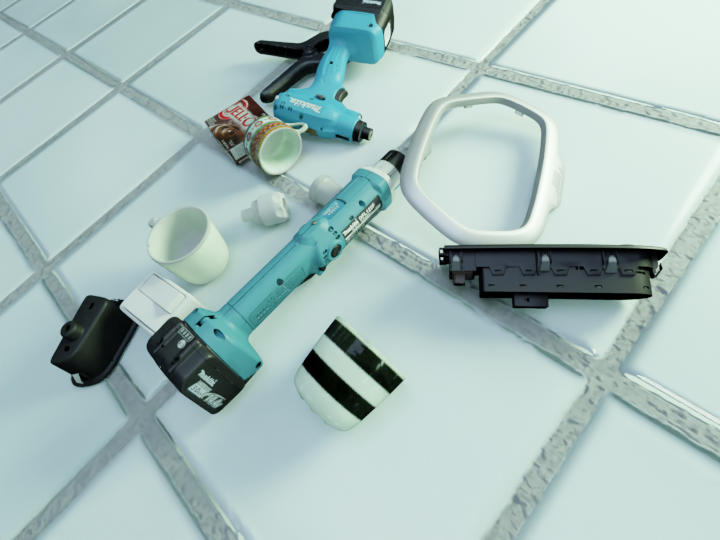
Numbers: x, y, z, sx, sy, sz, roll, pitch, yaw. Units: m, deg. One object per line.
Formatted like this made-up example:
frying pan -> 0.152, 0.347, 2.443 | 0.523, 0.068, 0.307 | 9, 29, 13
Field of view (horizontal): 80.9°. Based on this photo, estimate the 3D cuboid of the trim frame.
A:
trim frame -> 0.149, -0.129, 0.503 | 0.188, 0.027, 0.250 | 16, 61, 11

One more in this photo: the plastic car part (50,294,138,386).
plastic car part -> -0.331, 0.078, 0.521 | 0.068, 0.067, 0.118 | 5, 57, 20

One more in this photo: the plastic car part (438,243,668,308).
plastic car part -> 0.183, 0.003, 0.413 | 0.208, 0.063, 0.068 | -4, 67, 15

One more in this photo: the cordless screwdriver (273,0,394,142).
cordless screwdriver -> -0.014, -0.313, 0.660 | 0.165, 0.072, 0.249 | 22, 77, 17

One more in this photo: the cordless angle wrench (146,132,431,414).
cordless angle wrench -> -0.048, -0.032, 0.494 | 0.078, 0.093, 0.420 | 31, 68, 33
